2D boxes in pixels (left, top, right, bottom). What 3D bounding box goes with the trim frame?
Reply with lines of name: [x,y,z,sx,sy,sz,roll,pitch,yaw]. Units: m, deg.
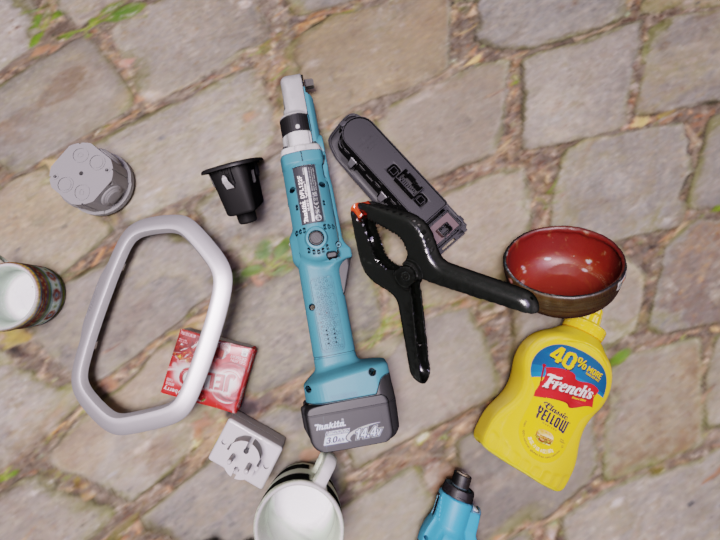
trim frame: [-0.238,0.056,0.474,0.190,0.026,0.249,13,84,16]

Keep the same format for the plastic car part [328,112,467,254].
plastic car part: [0.038,-0.106,0.494,0.066,0.066,0.207,-42,81,2]

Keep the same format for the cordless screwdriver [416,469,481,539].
cordless screwdriver: [0.178,0.321,0.423,0.253,0.073,0.160,18,83,7]

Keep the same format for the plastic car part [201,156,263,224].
plastic car part: [-0.136,-0.089,0.476,0.066,0.120,0.069,-17,109,-4]

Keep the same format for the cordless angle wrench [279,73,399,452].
cordless angle wrench: [-0.047,-0.031,0.481,0.098,0.073,0.429,-11,80,-2]
